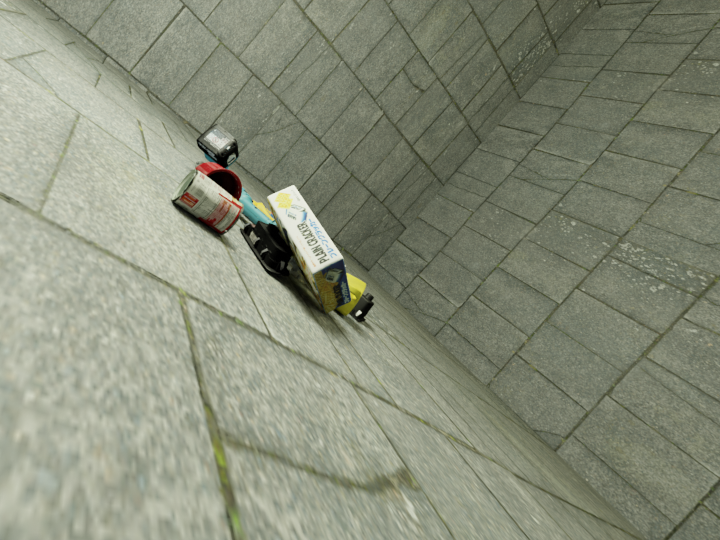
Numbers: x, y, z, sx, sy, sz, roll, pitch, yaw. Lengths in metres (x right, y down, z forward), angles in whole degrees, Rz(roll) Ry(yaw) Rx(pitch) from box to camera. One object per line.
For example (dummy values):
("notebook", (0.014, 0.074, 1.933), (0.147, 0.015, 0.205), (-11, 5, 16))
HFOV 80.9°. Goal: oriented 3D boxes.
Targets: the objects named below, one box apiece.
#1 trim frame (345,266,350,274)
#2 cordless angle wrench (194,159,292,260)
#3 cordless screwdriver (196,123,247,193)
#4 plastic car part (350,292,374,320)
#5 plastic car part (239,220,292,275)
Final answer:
("trim frame", (-0.104, -0.068, 1.064), (0.245, 0.027, 0.186), (51, 5, -9))
("cordless angle wrench", (-0.312, -0.179, 1.097), (0.444, 0.074, 0.093), (40, 1, 28))
("cordless screwdriver", (-0.386, -0.298, 1.220), (0.160, 0.074, 0.249), (42, -20, 1))
("plastic car part", (0.004, 0.089, 1.109), (0.068, 0.071, 0.112), (43, 6, 16))
("plastic car part", (-0.183, -0.053, 0.856), (0.063, 0.067, 0.214), (30, 14, -37))
